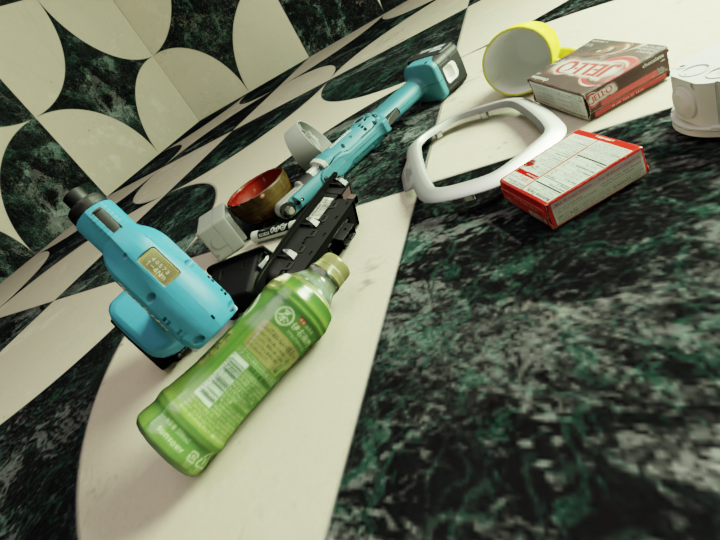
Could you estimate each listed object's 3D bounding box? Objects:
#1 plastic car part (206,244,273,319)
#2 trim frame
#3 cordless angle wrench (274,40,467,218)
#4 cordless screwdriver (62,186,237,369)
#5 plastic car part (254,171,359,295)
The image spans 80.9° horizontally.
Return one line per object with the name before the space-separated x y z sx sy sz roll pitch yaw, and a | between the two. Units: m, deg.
plastic car part | -0.146 0.024 0.517 0.120 0.062 0.072 -17 47 31
trim frame | 0.134 -0.151 0.518 0.187 0.026 0.255 -23 33 16
cordless angle wrench | 0.013 -0.232 0.712 0.420 0.071 0.103 -46 31 -15
cordless screwdriver | -0.215 0.020 0.423 0.074 0.158 0.253 -48 7 -30
plastic car part | -0.049 -0.032 0.504 0.070 0.064 0.202 18 53 23
